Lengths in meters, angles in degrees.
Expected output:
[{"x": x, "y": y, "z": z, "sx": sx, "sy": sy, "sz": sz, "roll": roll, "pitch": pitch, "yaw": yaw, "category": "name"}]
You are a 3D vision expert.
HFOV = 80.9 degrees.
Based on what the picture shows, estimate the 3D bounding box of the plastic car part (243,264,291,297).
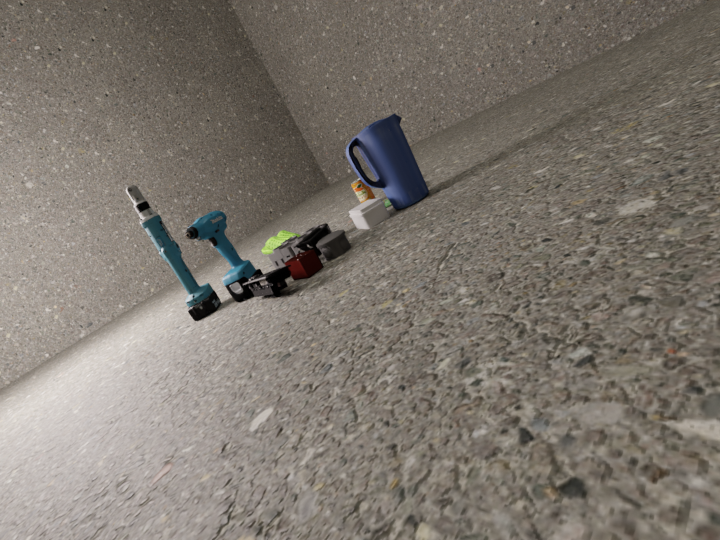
[{"x": -0.218, "y": 0.030, "z": 0.996, "sx": 0.065, "sy": 0.066, "sz": 0.211, "roll": -36, "pitch": 16, "yaw": -29, "category": "plastic car part"}]

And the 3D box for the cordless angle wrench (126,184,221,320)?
[{"x": -0.545, "y": -0.056, "z": 1.210, "sx": 0.074, "sy": 0.416, "sz": 0.099, "roll": -29, "pitch": 10, "yaw": 1, "category": "cordless angle wrench"}]

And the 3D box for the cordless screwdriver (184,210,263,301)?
[{"x": -0.360, "y": -0.032, "z": 1.120, "sx": 0.076, "sy": 0.244, "sz": 0.158, "roll": -25, "pitch": 12, "yaw": 22, "category": "cordless screwdriver"}]

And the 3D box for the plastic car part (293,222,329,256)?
[{"x": -0.110, "y": -0.072, "z": 1.125, "sx": 0.068, "sy": 0.069, "sz": 0.115, "roll": -19, "pitch": 17, "yaw": 41, "category": "plastic car part"}]
